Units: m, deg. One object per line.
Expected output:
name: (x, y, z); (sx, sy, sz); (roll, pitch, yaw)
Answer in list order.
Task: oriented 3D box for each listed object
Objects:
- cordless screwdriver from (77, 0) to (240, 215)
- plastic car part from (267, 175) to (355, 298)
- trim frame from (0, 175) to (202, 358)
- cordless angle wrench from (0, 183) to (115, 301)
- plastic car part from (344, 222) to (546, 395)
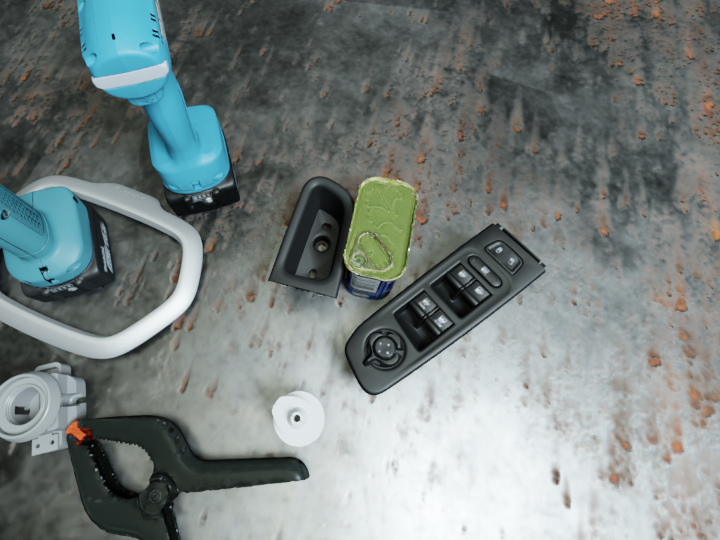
cordless screwdriver: (-0.180, -0.165, 0.393); (0.074, 0.244, 0.164); (-15, 72, -9)
plastic car part: (-0.042, -0.028, 0.431); (0.066, 0.069, 0.118); (14, 69, 3)
trim frame: (-0.289, -0.014, 0.450); (0.252, 0.027, 0.185); (19, 70, 8)
cordless angle wrench: (-0.291, -0.078, 0.268); (0.073, 0.415, 0.101); (-17, 73, -10)
plastic car part: (0.071, 0.039, 0.405); (0.201, 0.066, 0.068); (-35, 75, -13)
